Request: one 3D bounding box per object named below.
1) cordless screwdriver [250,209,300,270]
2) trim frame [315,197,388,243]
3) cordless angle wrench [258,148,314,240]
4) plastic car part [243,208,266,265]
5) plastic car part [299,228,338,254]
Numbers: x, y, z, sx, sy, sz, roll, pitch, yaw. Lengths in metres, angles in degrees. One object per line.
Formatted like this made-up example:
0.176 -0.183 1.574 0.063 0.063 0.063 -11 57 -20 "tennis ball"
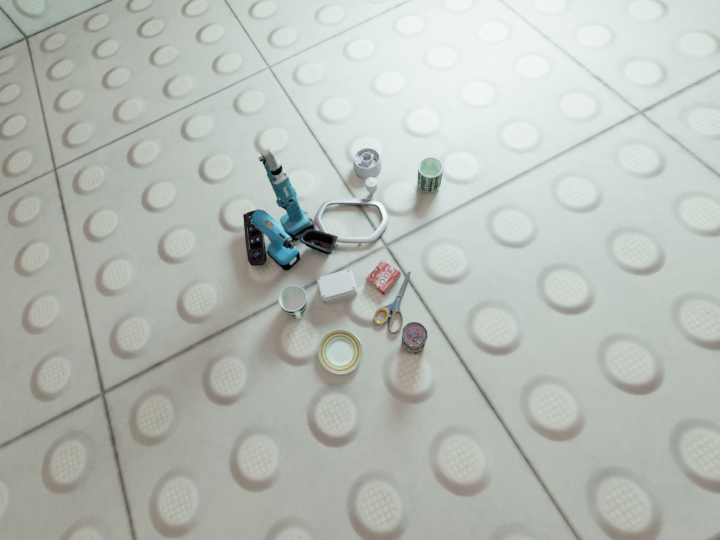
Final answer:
-0.240 -0.076 1.296 0.166 0.240 0.074 40 75 20 "cordless screwdriver"
-0.031 -0.173 1.426 0.253 0.026 0.188 1 65 10 "trim frame"
-0.224 -0.225 1.270 0.097 0.409 0.077 -31 68 -9 "cordless angle wrench"
-0.352 -0.102 1.425 0.066 0.065 0.209 -12 64 1 "plastic car part"
-0.135 -0.088 1.380 0.120 0.068 0.066 18 69 16 "plastic car part"
